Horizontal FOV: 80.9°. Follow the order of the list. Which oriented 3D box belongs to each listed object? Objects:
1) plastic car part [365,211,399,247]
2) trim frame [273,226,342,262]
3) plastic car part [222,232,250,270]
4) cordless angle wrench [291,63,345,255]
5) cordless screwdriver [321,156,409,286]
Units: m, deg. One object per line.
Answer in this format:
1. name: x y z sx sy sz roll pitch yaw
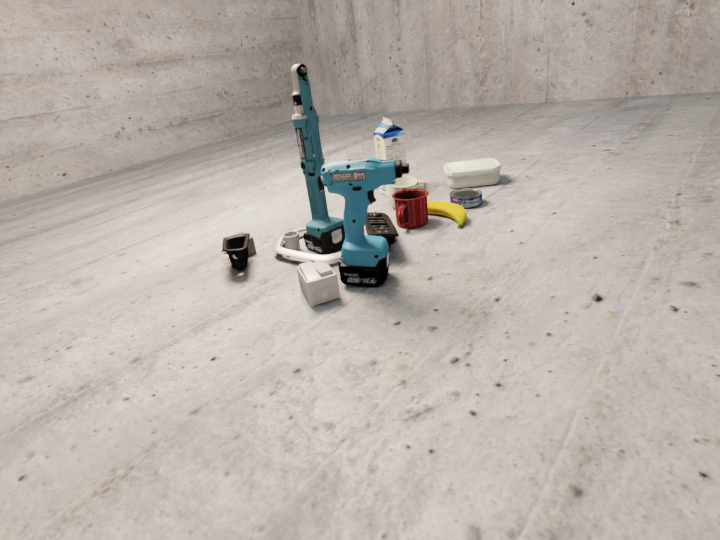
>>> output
1. plastic car part: 0.045 -0.094 1.002 0.066 0.065 0.208 -9 26 0
2. trim frame: -0.102 -0.067 1.041 0.261 0.027 0.180 9 32 33
3. plastic car part: -0.289 -0.037 0.999 0.065 0.069 0.121 -12 26 -8
4. cordless angle wrench: -0.108 -0.243 0.963 0.072 0.411 0.103 -24 28 -33
5. cordless screwdriver: 0.020 -0.092 0.809 0.164 0.242 0.074 0 24 17
